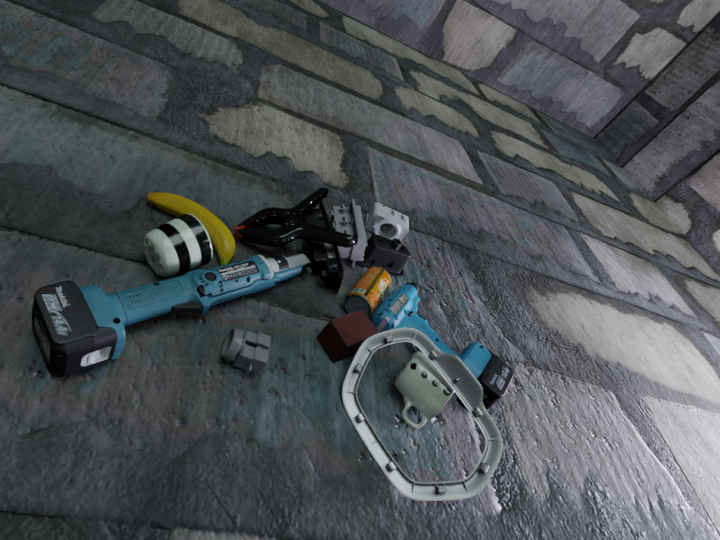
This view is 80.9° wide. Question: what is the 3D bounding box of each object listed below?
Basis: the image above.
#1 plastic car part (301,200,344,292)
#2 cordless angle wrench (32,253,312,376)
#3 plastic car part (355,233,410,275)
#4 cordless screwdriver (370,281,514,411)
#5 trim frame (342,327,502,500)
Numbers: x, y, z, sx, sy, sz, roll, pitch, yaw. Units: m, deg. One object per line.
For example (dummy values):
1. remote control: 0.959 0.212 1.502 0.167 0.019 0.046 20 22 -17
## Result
1. plastic car part: -0.080 -0.052 0.821 0.066 0.064 0.211 -6 49 -8
2. cordless angle wrench: -0.231 0.027 0.628 0.407 0.074 0.102 -19 62 -47
3. plastic car part: 0.053 -0.039 0.880 0.113 0.071 0.068 15 44 -17
4. cordless screwdriver: 0.148 0.126 0.768 0.255 0.074 0.156 37 39 12
5. trim frame: 0.085 0.199 0.609 0.183 0.026 0.259 -33 65 -9
